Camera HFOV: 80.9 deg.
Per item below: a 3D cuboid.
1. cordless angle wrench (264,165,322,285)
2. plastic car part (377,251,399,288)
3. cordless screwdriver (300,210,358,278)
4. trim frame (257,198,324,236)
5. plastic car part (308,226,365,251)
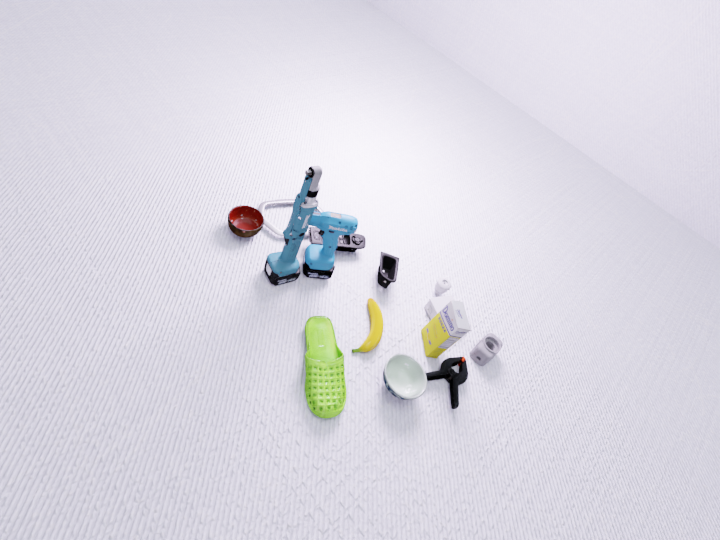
[{"bbox_3d":[-0.170,-0.113,1.128,0.094,0.420,0.077,-13,60,-33],"label":"cordless angle wrench"},{"bbox_3d":[0.080,0.008,1.354,0.065,0.070,0.119,19,47,-7],"label":"plastic car part"},{"bbox_3d":[-0.121,-0.079,1.235,0.155,0.247,0.077,11,49,-16],"label":"cordless screwdriver"},{"bbox_3d":[-0.229,-0.184,1.437,0.240,0.027,0.192,-9,54,-26],"label":"trim frame"},{"bbox_3d":[-0.078,-0.092,1.386,0.197,0.066,0.069,3,51,-19],"label":"plastic car part"}]
